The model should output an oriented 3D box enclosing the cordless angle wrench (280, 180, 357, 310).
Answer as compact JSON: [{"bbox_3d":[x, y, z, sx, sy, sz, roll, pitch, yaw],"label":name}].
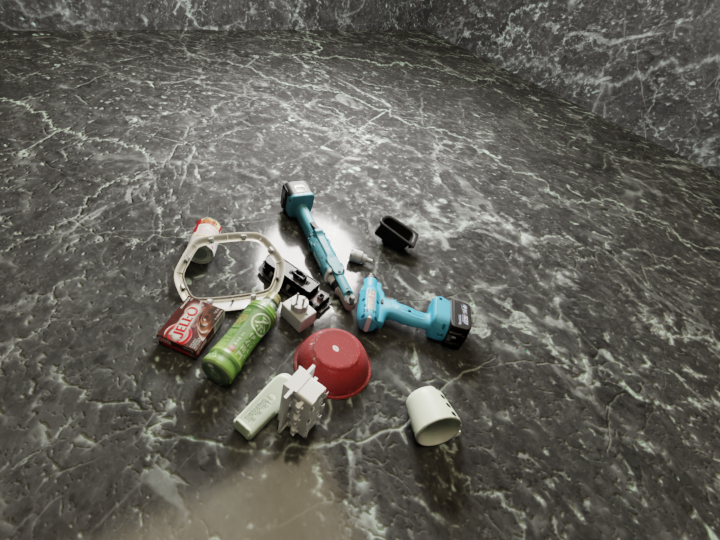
[{"bbox_3d":[-0.107,-0.070,1.090,0.072,0.096,0.444,-10,50,-25],"label":"cordless angle wrench"}]

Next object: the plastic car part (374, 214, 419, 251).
[{"bbox_3d":[0.090,-0.096,1.162,0.116,0.071,0.066,33,42,-1],"label":"plastic car part"}]

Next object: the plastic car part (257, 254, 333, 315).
[{"bbox_3d":[-0.160,0.023,0.993,0.212,0.065,0.065,30,51,24],"label":"plastic car part"}]

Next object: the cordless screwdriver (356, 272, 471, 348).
[{"bbox_3d":[0.118,0.084,0.969,0.249,0.073,0.162,10,41,0],"label":"cordless screwdriver"}]

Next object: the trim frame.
[{"bbox_3d":[-0.294,0.000,0.956,0.245,0.027,0.188,-6,73,-9],"label":"trim frame"}]
